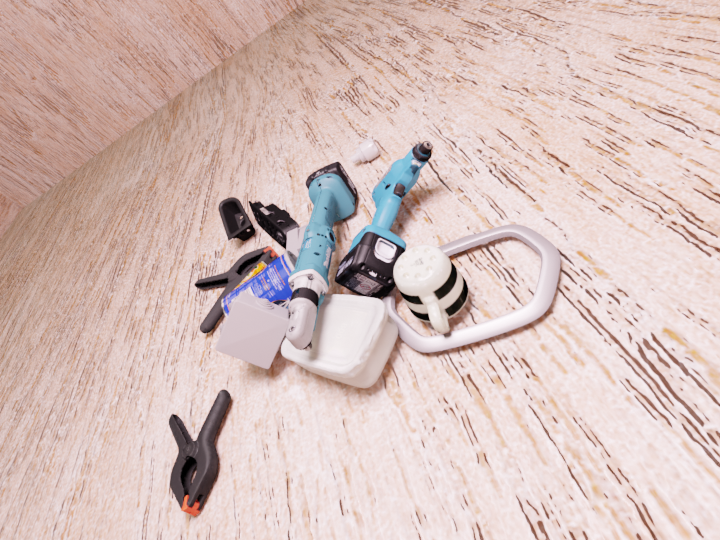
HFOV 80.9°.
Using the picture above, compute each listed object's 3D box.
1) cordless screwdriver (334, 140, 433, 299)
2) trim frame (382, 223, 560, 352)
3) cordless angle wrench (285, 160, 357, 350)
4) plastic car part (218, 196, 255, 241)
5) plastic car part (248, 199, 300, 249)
[{"bbox_3d":[0.047,-0.085,0.671,0.160,0.073,0.251,-46,21,54],"label":"cordless screwdriver"},{"bbox_3d":[0.143,0.019,0.586,0.253,0.026,0.191,-25,43,20],"label":"trim frame"},{"bbox_3d":[-0.068,-0.045,0.700,0.076,0.093,0.432,-23,33,21],"label":"cordless angle wrench"},{"bbox_3d":[-0.286,-0.117,1.002,0.066,0.067,0.122,-34,55,6],"label":"plastic car part"},{"bbox_3d":[-0.180,-0.102,0.923,0.066,0.064,0.214,-21,34,-19],"label":"plastic car part"}]
